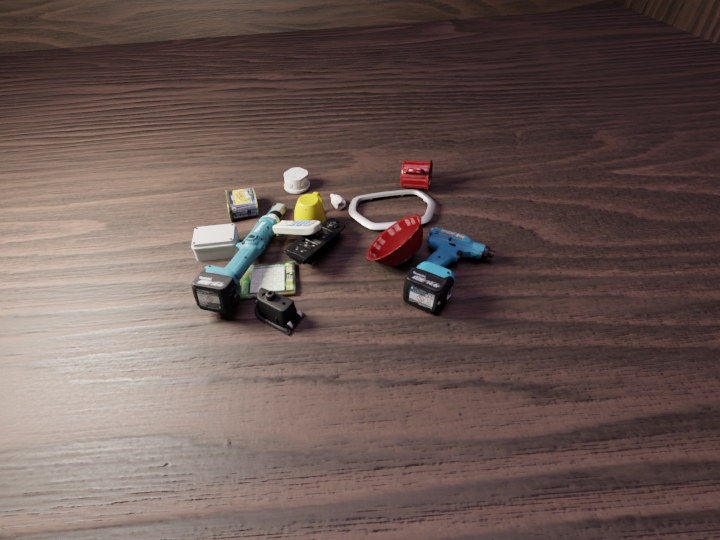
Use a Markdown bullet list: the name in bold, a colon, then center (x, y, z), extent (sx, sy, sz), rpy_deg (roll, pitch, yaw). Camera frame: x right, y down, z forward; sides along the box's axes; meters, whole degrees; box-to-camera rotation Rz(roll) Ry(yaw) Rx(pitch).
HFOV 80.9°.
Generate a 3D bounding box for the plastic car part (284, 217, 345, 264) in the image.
- **plastic car part**: center (-0.104, -0.068, 1.068), extent (0.069, 0.065, 0.200), rpy_deg (15, 42, 28)

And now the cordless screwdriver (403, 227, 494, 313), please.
- **cordless screwdriver**: center (0.205, -0.005, 0.977), extent (0.166, 0.072, 0.247), rpy_deg (18, 44, 21)

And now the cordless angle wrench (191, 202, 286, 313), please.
- **cordless angle wrench**: center (-0.273, -0.062, 1.067), extent (0.100, 0.072, 0.426), rpy_deg (6, 37, 12)

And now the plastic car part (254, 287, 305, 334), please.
- **plastic car part**: center (-0.187, 0.076, 0.922), extent (0.121, 0.069, 0.065), rpy_deg (23, 47, 21)

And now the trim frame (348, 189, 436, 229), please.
- **trim frame**: center (0.090, -0.177, 1.199), extent (0.247, 0.026, 0.192), rpy_deg (-10, 45, -4)
